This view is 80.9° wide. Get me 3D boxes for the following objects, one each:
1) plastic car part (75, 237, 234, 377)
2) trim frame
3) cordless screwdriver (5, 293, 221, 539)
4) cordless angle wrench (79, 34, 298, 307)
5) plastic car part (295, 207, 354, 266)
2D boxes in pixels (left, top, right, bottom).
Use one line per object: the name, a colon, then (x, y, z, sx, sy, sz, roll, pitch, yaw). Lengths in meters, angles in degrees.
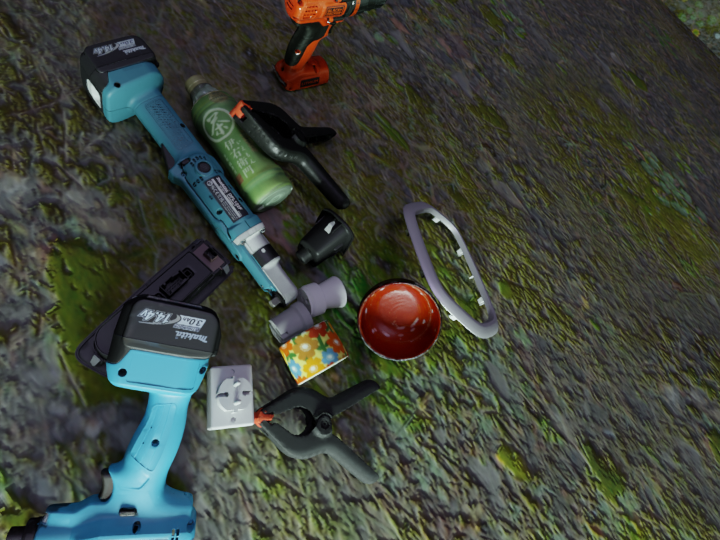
plastic car part: (-0.233, 0.038, 0.496, 0.065, 0.068, 0.201, 45, 60, -10)
trim frame: (0.138, -0.010, 0.654, 0.174, 0.028, 0.259, 18, 43, -38)
cordless screwdriver: (-0.224, 0.148, 0.405, 0.154, 0.076, 0.250, 10, 84, -19)
cordless angle wrench: (-0.220, -0.128, 0.576, 0.096, 0.075, 0.426, -35, 85, -32)
plastic car part: (-0.057, -0.037, 0.582, 0.070, 0.117, 0.066, -41, 90, -10)
